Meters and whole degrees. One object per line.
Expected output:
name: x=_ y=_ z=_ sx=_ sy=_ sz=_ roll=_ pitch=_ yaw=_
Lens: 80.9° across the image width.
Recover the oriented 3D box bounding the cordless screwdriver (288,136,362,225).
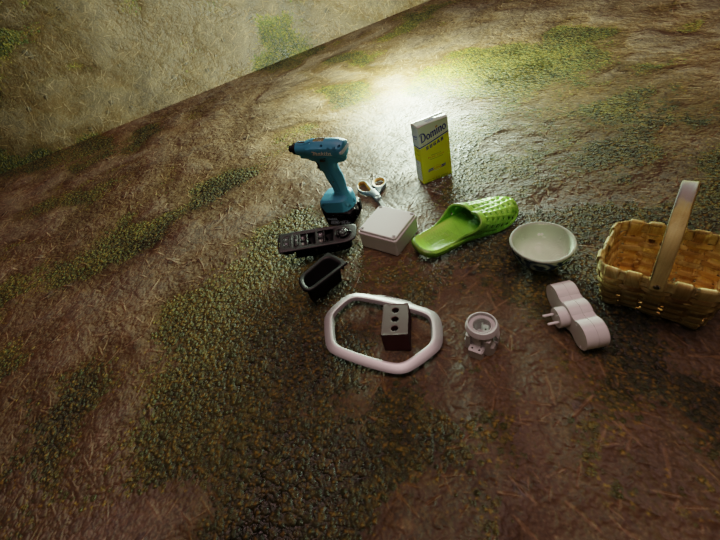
cordless screwdriver: x=-0.090 y=-0.235 z=1.115 sx=0.166 sy=0.238 sz=0.074 roll=8 pitch=46 yaw=26

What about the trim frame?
trim frame: x=0.040 y=0.118 z=0.852 sx=0.260 sy=0.026 sz=0.184 roll=9 pitch=49 yaw=28

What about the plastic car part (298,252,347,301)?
plastic car part: x=-0.087 y=0.025 z=0.966 sx=0.070 sy=0.068 sz=0.115 roll=27 pitch=58 yaw=38

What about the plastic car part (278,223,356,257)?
plastic car part: x=-0.105 y=-0.069 z=1.074 sx=0.205 sy=0.064 sz=0.068 roll=-12 pitch=42 yaw=8
